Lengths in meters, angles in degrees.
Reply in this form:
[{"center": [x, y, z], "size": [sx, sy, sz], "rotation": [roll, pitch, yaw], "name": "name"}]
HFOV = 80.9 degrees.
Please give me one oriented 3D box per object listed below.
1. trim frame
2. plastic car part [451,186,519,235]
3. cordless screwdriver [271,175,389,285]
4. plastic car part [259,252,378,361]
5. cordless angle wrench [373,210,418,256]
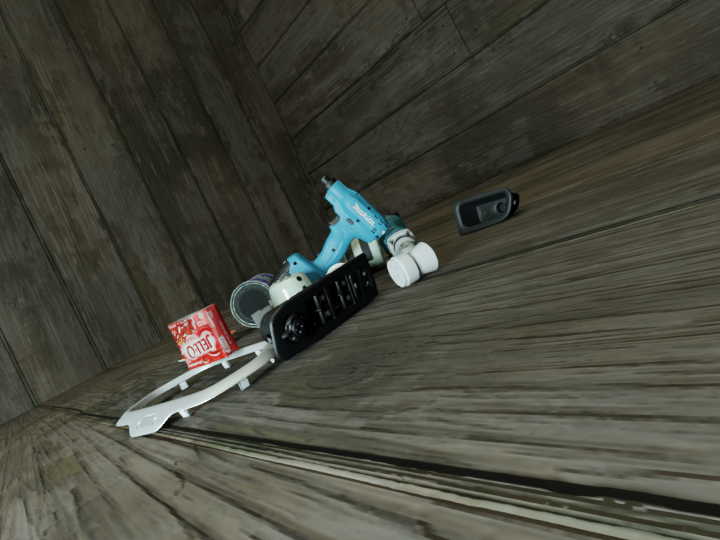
[{"center": [-0.202, 0.145, 0.536], "size": [0.256, 0.027, 0.179], "rotation": [-21, 7, 31], "name": "trim frame"}, {"center": [0.238, -0.111, 0.769], "size": [0.068, 0.066, 0.121], "rotation": [-9, -5, -43], "name": "plastic car part"}, {"center": [-0.081, -0.053, 0.828], "size": [0.249, 0.158, 0.075], "rotation": [-48, 3, 2], "name": "cordless screwdriver"}, {"center": [-0.056, 0.041, 0.544], "size": [0.070, 0.065, 0.198], "rotation": [-1, 21, 34], "name": "plastic car part"}, {"center": [0.078, -0.063, 0.867], "size": [0.075, 0.097, 0.425], "rotation": [-29, 9, 5], "name": "cordless angle wrench"}]
